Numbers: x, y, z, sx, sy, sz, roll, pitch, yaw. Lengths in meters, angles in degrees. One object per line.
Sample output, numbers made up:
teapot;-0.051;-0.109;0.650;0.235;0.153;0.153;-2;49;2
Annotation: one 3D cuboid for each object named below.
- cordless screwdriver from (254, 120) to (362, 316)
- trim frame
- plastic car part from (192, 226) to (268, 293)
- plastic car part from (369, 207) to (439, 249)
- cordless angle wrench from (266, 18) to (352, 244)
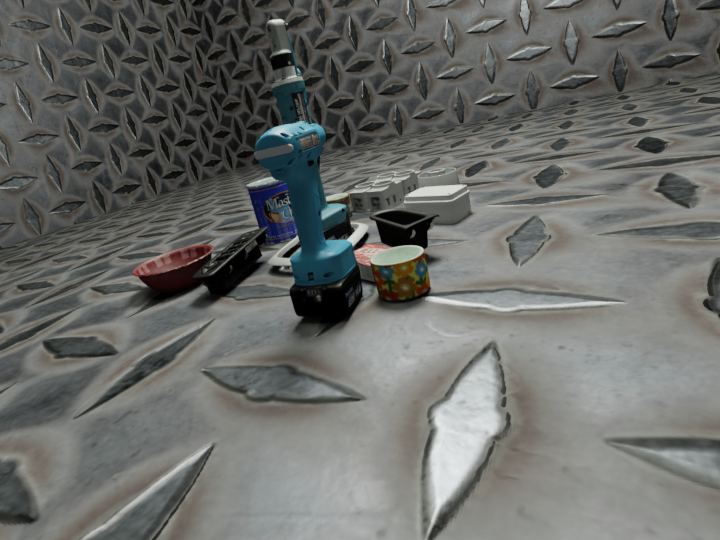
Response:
cordless screwdriver;-0.057;-0.073;0.566;0.077;0.243;0.158;-7;19;20
trim frame;-0.082;-0.054;0.837;0.190;0.027;0.247;-7;22;19
plastic car part;-0.237;-0.016;0.788;0.068;0.065;0.201;-6;22;21
plastic car part;0.069;-0.061;0.697;0.064;0.069;0.122;-22;21;-24
cordless angle wrench;-0.109;-0.242;0.793;0.095;0.413;0.078;-25;20;-34
